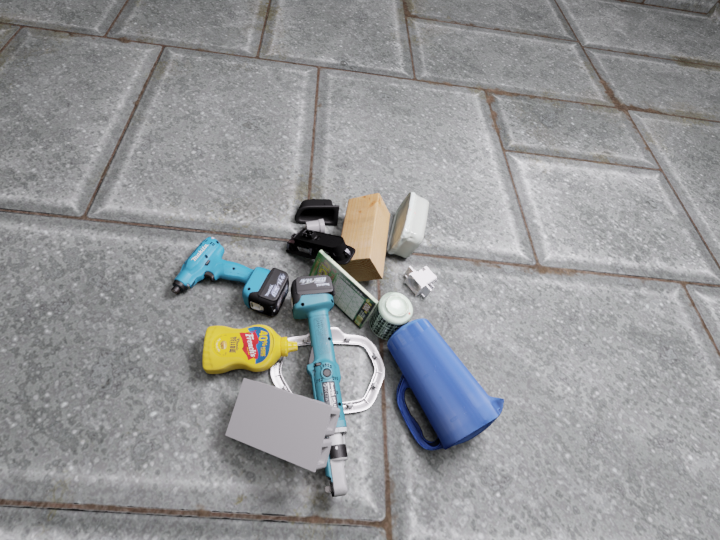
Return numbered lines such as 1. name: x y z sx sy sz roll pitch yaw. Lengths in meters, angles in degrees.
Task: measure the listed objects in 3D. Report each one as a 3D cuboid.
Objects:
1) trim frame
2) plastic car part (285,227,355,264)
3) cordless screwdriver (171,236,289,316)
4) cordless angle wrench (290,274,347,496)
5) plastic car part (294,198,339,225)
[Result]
1. trim frame: -0.068 0.211 0.908 0.246 0.027 0.190 -1 55 -7
2. plastic car part: -0.099 -0.065 1.016 0.214 0.064 0.065 18 45 37
3. cordless screwdriver: -0.298 0.029 0.972 0.255 0.072 0.159 23 56 12
4. cordless angle wrench: -0.073 0.213 0.856 0.096 0.073 0.438 -5 59 -12
5. plastic car part: -0.119 -0.167 1.143 0.116 0.064 0.073 3 41 -4
